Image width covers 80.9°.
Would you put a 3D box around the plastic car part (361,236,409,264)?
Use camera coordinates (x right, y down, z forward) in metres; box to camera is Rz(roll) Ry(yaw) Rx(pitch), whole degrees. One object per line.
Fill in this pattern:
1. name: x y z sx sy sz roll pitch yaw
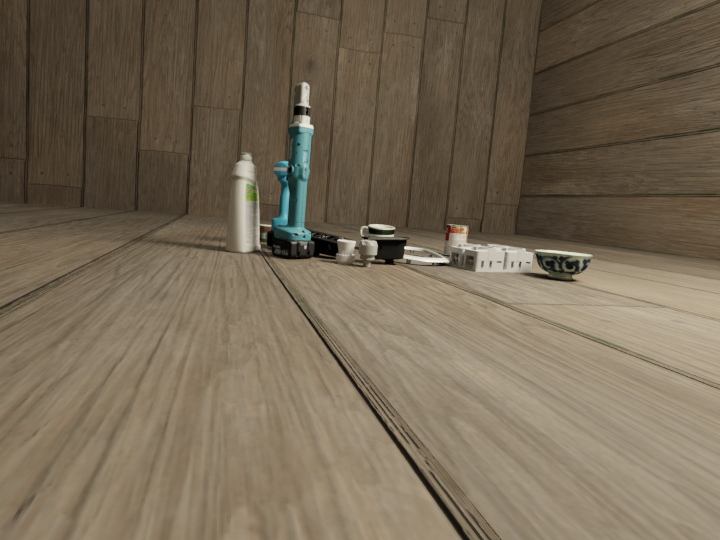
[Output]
1. plastic car part: 0.065 -0.050 1.046 0.115 0.070 0.067 3 7 -10

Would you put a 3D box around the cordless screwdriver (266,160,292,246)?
1. cordless screwdriver: -0.208 -0.189 1.240 0.076 0.247 0.156 6 6 13

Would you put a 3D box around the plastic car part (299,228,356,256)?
1. plastic car part: -0.109 -0.071 1.111 0.213 0.066 0.063 9 8 31

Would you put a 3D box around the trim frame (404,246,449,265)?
1. trim frame: 0.149 -0.044 1.187 0.182 0.027 0.253 3 9 -8

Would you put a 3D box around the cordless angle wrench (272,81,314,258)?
1. cordless angle wrench: -0.154 -0.242 1.034 0.071 0.420 0.103 -1 8 -44
